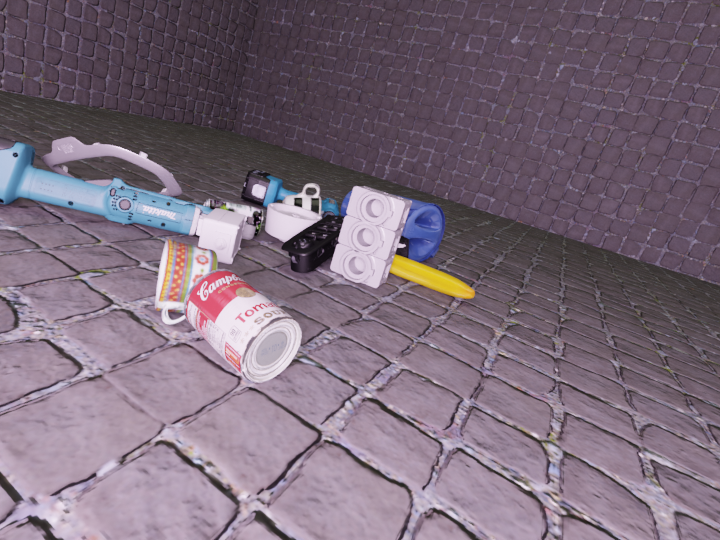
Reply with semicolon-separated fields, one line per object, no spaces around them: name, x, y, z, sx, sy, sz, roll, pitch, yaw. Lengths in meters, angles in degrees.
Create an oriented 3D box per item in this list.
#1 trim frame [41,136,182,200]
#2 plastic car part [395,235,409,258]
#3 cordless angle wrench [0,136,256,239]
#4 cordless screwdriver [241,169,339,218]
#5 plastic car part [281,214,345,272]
trim frame;-0.412;-0.162;0.704;0.260;0.028;0.174;4;-16;30
plastic car part;0.040;-0.048;0.874;0.068;0.064;0.123;-10;24;-27
cordless angle wrench;-0.370;-0.107;0.664;0.407;0.098;0.077;13;3;-23
cordless screwdriver;-0.173;-0.177;1.065;0.247;0.074;0.162;18;17;-6
plastic car part;-0.072;-0.047;0.732;0.069;0.066;0.199;17;23;17
